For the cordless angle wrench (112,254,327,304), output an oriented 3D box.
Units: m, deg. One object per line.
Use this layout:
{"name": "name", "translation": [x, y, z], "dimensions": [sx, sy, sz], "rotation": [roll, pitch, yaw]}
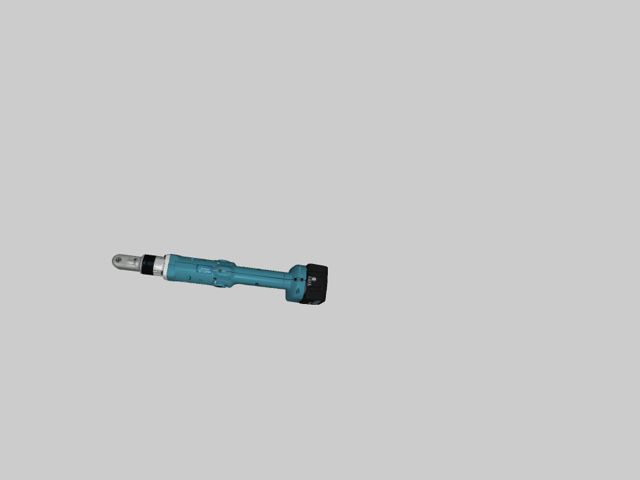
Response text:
{"name": "cordless angle wrench", "translation": [-0.199, 0.069, 0.863], "dimensions": [0.423, 0.074, 0.098], "rotation": [8, -17, -10]}
